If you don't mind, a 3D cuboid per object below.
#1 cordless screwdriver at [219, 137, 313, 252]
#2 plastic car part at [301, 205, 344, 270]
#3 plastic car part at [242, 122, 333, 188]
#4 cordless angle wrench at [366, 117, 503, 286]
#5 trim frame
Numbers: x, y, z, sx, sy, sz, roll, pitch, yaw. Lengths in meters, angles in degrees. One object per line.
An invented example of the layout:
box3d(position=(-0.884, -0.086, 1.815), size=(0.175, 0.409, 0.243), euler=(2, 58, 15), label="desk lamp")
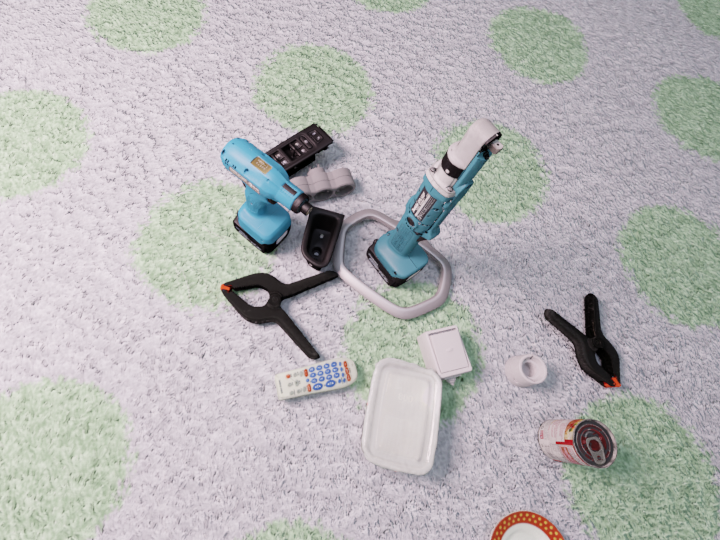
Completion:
box3d(position=(-0.152, -0.103, 0.715), size=(0.162, 0.246, 0.074), euler=(39, 69, 7), label="cordless screwdriver")
box3d(position=(-0.078, -0.051, 0.795), size=(0.066, 0.070, 0.118), euler=(15, 68, -2), label="plastic car part")
box3d(position=(-0.155, -0.220, 0.860), size=(0.200, 0.066, 0.068), euler=(-35, 77, -17), label="plastic car part")
box3d(position=(0.097, -0.084, 0.635), size=(0.073, 0.419, 0.100), euler=(-31, 79, -19), label="cordless angle wrench")
box3d(position=(0.060, -0.017, 0.815), size=(0.253, 0.027, 0.183), euler=(34, 69, 9), label="trim frame")
